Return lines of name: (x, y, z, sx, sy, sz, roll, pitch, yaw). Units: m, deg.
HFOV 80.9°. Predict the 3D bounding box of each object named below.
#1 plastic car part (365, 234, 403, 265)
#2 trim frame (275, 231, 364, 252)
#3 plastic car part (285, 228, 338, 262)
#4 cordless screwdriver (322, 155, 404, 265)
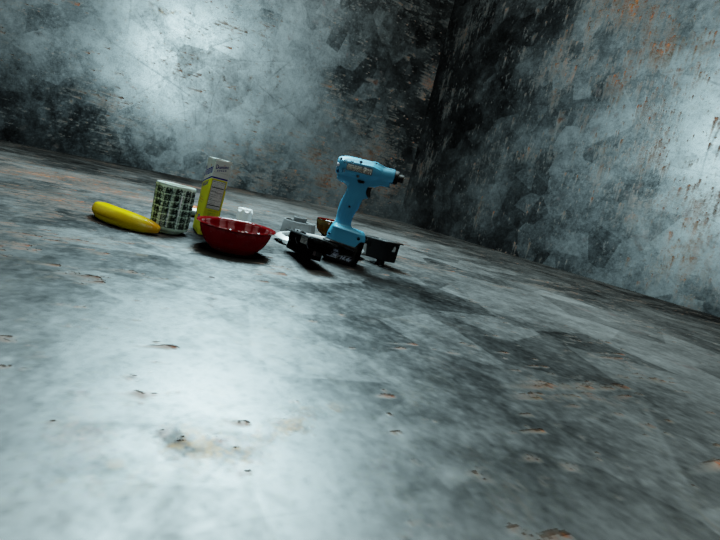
plastic car part: (0.054, -0.050, 1.106, 0.063, 0.070, 0.123, 7, 11, -35)
trim frame: (-0.112, -0.073, 1.147, 0.248, 0.027, 0.186, 12, 10, -3)
plastic car part: (-0.119, -0.056, 0.931, 0.064, 0.066, 0.212, 9, 11, -26)
cordless screwdriver: (0.000, -0.135, 1.001, 0.161, 0.247, 0.074, 14, 8, 4)
